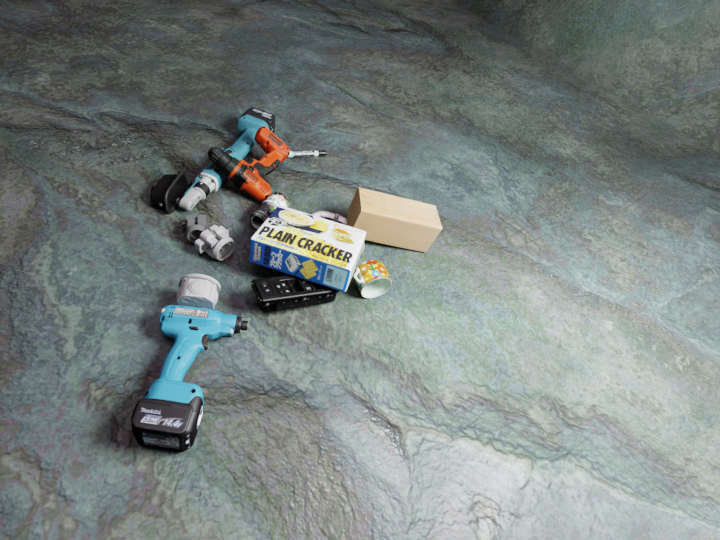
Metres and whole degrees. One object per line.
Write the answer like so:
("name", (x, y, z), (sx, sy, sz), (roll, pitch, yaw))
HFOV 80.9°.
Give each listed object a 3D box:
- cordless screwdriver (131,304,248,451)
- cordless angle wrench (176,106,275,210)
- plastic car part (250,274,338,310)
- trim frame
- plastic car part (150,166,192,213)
("cordless screwdriver", (-0.283, 0.169, 0.722), (0.157, 0.073, 0.257), (5, 44, -10))
("cordless angle wrench", (-0.352, -0.297, 1.126), (0.099, 0.073, 0.426), (20, 50, 2))
("plastic car part", (-0.120, 0.046, 0.868), (0.196, 0.065, 0.070), (-10, 33, -26))
("trim frame", (-0.098, -0.064, 1.004), (0.191, 0.027, 0.245), (33, 52, 18))
("plastic car part", (-0.465, -0.192, 1.016), (0.073, 0.063, 0.118), (10, 49, 13))
